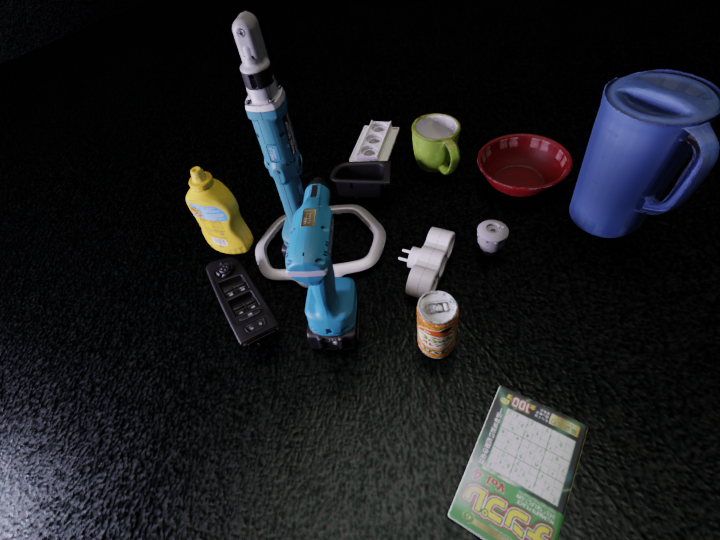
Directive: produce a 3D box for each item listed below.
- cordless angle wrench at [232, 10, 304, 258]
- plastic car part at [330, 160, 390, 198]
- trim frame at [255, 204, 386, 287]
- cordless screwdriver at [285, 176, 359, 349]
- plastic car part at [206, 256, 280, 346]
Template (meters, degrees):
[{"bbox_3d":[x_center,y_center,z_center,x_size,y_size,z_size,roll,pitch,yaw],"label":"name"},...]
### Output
[{"bbox_3d":[-0.117,-0.168,0.646,0.076,0.406,0.100,4,52,11],"label":"cordless angle wrench"},{"bbox_3d":[0.002,-0.174,0.845,0.119,0.068,0.067,0,52,11],"label":"plastic car part"},{"bbox_3d":[-0.077,-0.051,0.790,0.251,0.026,0.190,-7,51,7],"label":"trim frame"},{"bbox_3d":[-0.049,0.000,0.606,0.075,0.238,0.163,-2,51,7],"label":"cordless screwdriver"},{"bbox_3d":[-0.199,0.051,0.710,0.065,0.064,0.214,-30,52,-14],"label":"plastic car part"}]
